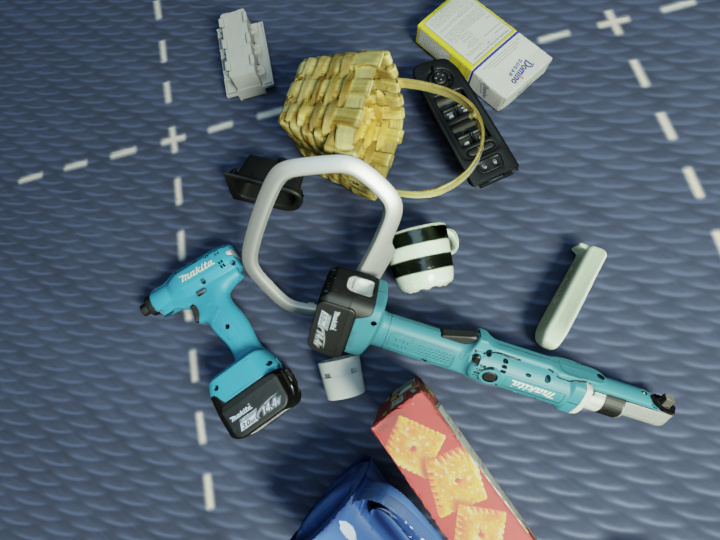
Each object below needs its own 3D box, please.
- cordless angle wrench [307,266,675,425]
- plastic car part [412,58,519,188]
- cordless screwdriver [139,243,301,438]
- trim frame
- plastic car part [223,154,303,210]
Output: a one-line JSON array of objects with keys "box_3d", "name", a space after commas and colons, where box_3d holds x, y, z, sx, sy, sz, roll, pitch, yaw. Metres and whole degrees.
[{"box_3d": [0.151, 0.105, 0.506, 0.427, 0.075, 0.096, 17, 124, 4], "name": "cordless angle wrench"}, {"box_3d": [0.139, -0.207, 0.592, 0.067, 0.065, 0.207, -26, 78, 8], "name": "plastic car part"}, {"box_3d": [-0.196, 0.101, 0.575, 0.159, 0.072, 0.257, -31, 71, 1], "name": "cordless screwdriver"}, {"box_3d": [-0.052, -0.034, 0.532, 0.183, 0.028, 0.246, 24, 122, -3], "name": "trim frame"}, {"box_3d": [-0.132, -0.137, 0.629, 0.118, 0.064, 0.072, 12, 66, 7], "name": "plastic car part"}]
